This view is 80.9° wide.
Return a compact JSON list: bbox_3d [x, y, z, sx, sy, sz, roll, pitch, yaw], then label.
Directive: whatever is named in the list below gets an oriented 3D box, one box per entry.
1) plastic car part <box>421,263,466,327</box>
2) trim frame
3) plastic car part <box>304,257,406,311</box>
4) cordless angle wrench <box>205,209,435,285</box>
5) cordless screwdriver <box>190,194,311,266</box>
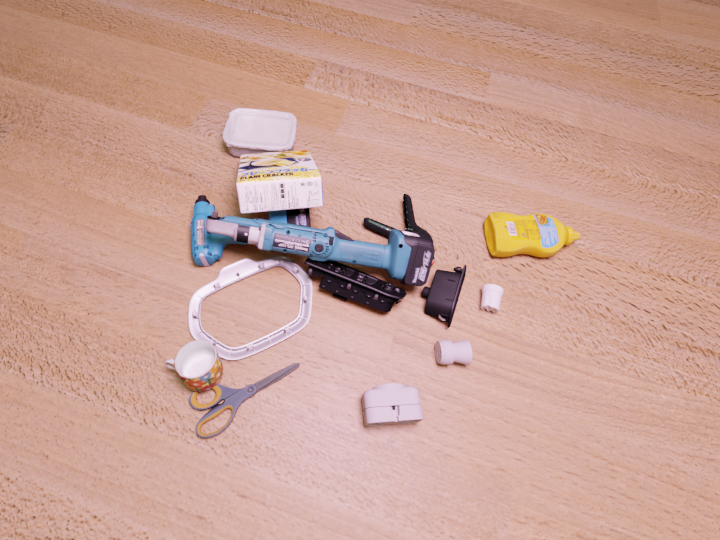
[{"bbox_3d":[0.159,0.044,0.829,0.074,0.063,0.117,17,65,21],"label":"plastic car part"},{"bbox_3d":[-0.209,0.063,0.815,0.245,0.027,0.192,-25,65,-13],"label":"trim frame"},{"bbox_3d":[-0.013,0.030,0.820,0.206,0.065,0.066,17,100,9],"label":"plastic car part"},{"bbox_3d":[-0.078,-0.051,0.797,0.418,0.076,0.097,9,105,-7],"label":"cordless angle wrench"},{"bbox_3d":[-0.228,-0.104,0.880,0.247,0.072,0.164,-10,63,-4],"label":"cordless screwdriver"}]
